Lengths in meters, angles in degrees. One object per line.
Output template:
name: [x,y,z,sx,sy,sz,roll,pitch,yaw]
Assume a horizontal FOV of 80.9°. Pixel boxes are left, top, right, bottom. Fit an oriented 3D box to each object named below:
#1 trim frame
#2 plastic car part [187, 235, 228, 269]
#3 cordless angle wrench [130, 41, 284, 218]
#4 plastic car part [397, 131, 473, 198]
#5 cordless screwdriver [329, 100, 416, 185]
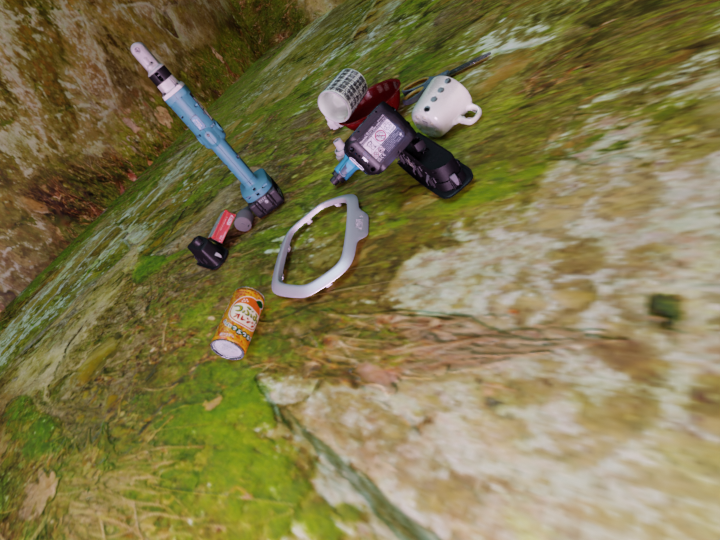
trim frame: [-0.070,-0.046,0.721,0.188,0.026,0.255,-25,35,23]
plastic car part: [-0.352,-0.048,0.956,0.122,0.068,0.066,11,59,53]
cordless angle wrench: [-0.319,-0.291,0.897,0.075,0.403,0.102,-35,31,6]
plastic car part: [0.110,-0.178,0.672,0.066,0.064,0.212,-30,37,2]
cordless screwdriver: [0.005,-0.207,0.743,0.159,0.073,0.253,-46,12,8]
